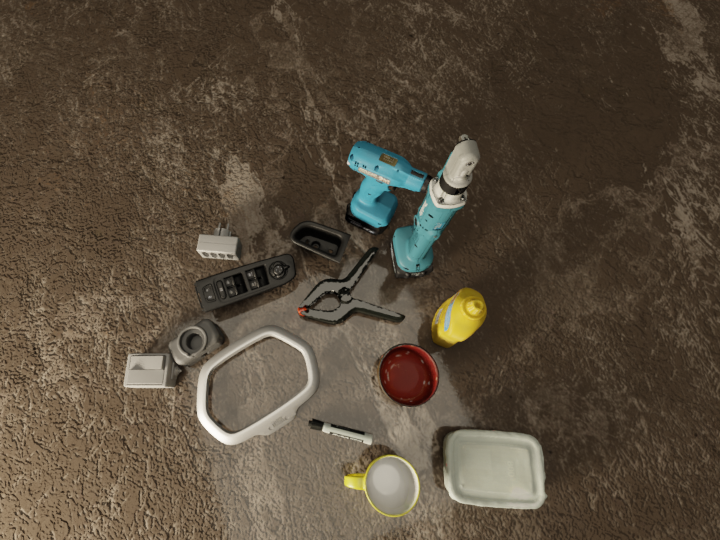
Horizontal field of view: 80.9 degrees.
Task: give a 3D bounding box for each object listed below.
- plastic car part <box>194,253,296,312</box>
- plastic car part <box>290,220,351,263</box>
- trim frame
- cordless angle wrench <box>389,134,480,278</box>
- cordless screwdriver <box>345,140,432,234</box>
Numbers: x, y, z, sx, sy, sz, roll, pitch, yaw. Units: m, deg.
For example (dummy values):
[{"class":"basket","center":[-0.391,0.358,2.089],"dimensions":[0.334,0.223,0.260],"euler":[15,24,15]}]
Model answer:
[{"class":"plastic car part","center":[-0.226,0.026,0.862],"dimensions":[0.201,0.066,0.068],"euler":[-20,73,-7]},{"class":"plastic car part","center":[-0.087,-0.057,0.888],"dimensions":[0.118,0.069,0.066],"euler":[21,72,7]},{"class":"trim frame","center":[-0.198,0.217,0.812],"dimensions":[0.246,0.027,0.190],"euler":[-32,73,-10]},{"class":"cordless angle wrench","center":[0.119,-0.086,0.712],"dimensions":[0.074,0.416,0.100],"euler":[-5,73,-6]},{"class":"cordless screwdriver","center":[0.050,-0.145,0.825],"dimensions":[0.162,0.244,0.074],"euler":[27,73,6]}]
